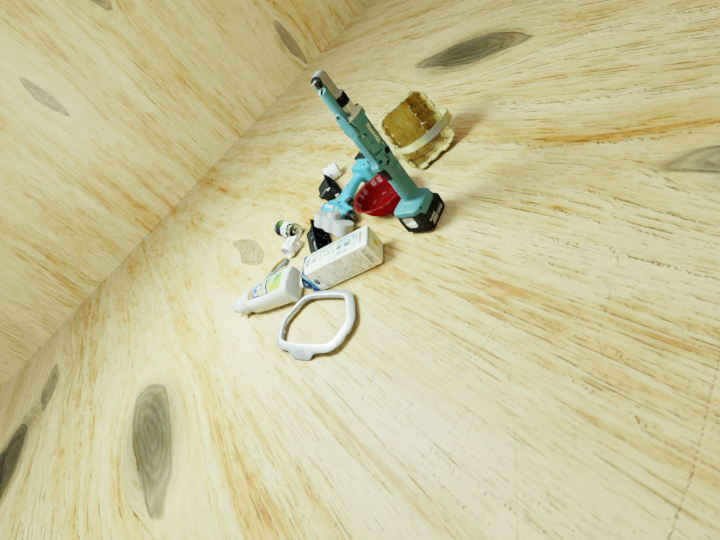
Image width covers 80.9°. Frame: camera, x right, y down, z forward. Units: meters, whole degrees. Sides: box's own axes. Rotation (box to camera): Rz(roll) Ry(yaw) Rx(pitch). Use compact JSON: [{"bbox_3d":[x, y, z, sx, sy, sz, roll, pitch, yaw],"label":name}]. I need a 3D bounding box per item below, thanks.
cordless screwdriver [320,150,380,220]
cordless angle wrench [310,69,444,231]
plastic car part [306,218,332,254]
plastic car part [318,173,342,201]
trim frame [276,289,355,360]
[{"bbox_3d":[-0.006,-0.248,1.254,0.248,0.070,0.168,-55,34,-9],"label":"cordless screwdriver"},{"bbox_3d":[0.037,-0.247,0.896,0.078,0.403,0.098,-4,49,48],"label":"cordless angle wrench"},{"bbox_3d":[-0.118,-0.077,1.202,0.067,0.064,0.211,-59,27,27],"label":"plastic car part"},{"bbox_3d":[-0.110,-0.266,1.401,0.071,0.063,0.121,-52,27,14],"label":"plastic car part"},{"bbox_3d":[-0.107,0.123,0.996,0.260,0.026,0.185,-6,48,41],"label":"trim frame"}]
